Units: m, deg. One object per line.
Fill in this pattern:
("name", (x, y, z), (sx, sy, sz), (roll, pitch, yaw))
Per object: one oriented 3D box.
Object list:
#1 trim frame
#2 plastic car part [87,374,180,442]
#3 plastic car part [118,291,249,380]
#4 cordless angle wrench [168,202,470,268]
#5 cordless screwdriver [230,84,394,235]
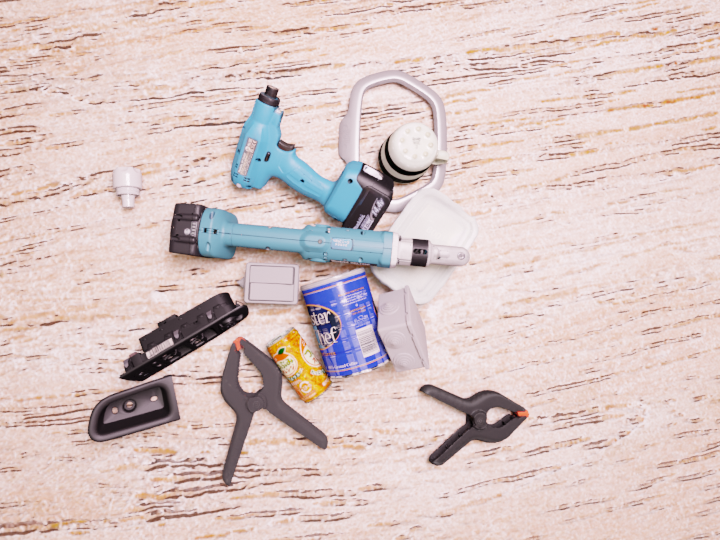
("trim frame", (0.056, -0.220, 0.714), (0.183, 0.027, 0.249), (2, 85, -5))
("plastic car part", (-0.330, 0.199, 0.617), (0.113, 0.072, 0.066), (-13, 87, -23))
("plastic car part", (-0.264, 0.094, 0.643), (0.202, 0.064, 0.070), (-27, 63, -5))
("cordless angle wrench", (-0.060, -0.039, 0.614), (0.428, 0.096, 0.074), (6, 87, 6))
("cordless screwdriver", (-0.067, -0.161, 0.642), (0.249, 0.075, 0.158), (25, 119, -1))
